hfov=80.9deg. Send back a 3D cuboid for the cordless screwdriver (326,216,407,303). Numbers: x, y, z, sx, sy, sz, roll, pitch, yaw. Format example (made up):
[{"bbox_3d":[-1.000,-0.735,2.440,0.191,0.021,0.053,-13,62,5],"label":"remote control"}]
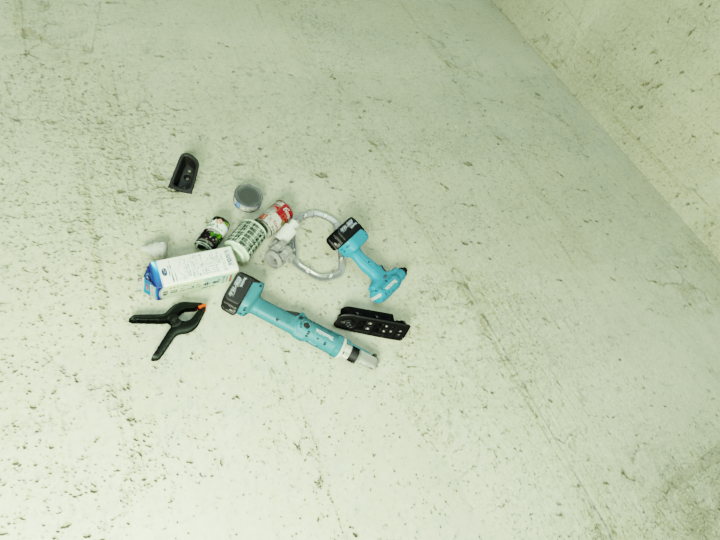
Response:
[{"bbox_3d":[0.027,-0.041,1.231,0.156,0.075,0.250,-37,87,-38],"label":"cordless screwdriver"}]

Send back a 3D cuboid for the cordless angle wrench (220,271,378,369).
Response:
[{"bbox_3d":[-0.144,0.145,1.063,0.420,0.074,0.099,28,53,-3],"label":"cordless angle wrench"}]

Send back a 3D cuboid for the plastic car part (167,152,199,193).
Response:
[{"bbox_3d":[-0.497,-0.267,1.206,0.064,0.072,0.118,15,70,-14],"label":"plastic car part"}]

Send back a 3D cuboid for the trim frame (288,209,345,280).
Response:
[{"bbox_3d":[-0.122,-0.080,1.246,0.179,0.027,0.257,6,55,-18],"label":"trim frame"}]

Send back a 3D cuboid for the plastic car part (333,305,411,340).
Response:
[{"bbox_3d":[0.028,0.135,1.135,0.198,0.066,0.069,9,47,-15],"label":"plastic car part"}]
